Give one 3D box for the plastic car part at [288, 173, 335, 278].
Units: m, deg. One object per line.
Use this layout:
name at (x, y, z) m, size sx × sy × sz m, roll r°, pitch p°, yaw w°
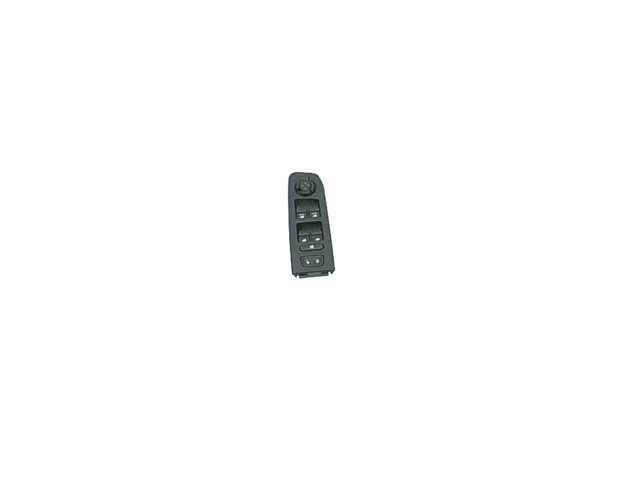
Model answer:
plastic car part at (-0.016, -0.024, 0.707) m, size 0.066 × 0.202 × 0.067 m, roll -9°, pitch -27°, yaw 4°
